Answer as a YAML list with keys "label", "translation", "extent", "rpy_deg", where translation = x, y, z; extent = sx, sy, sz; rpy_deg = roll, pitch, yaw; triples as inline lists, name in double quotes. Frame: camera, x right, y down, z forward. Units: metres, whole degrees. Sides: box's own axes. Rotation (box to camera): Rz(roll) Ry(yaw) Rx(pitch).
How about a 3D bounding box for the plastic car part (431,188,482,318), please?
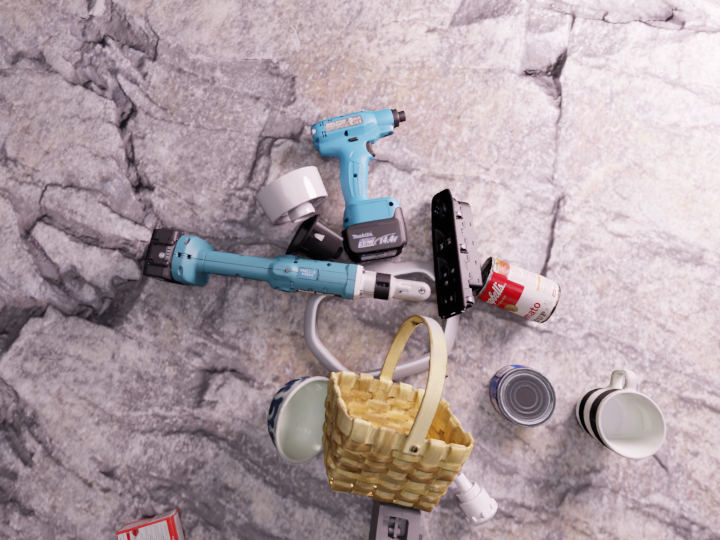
- label: "plastic car part"
  translation: [0.148, -0.032, 0.642]
  extent: [0.066, 0.066, 0.208]
  rpy_deg: [0, 69, -12]

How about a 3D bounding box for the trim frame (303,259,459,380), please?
- label: "trim frame"
  translation: [0.033, 0.076, 0.662]
  extent: [0.249, 0.027, 0.187]
  rpy_deg: [-16, 80, 3]

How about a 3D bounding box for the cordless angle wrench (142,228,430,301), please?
- label: "cordless angle wrench"
  translation: [-0.110, 0.005, 0.640]
  extent: [0.428, 0.096, 0.075]
  rpy_deg: [7, 79, 7]

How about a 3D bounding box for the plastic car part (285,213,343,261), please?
- label: "plastic car part"
  translation: [-0.064, -0.042, 0.652]
  extent: [0.069, 0.120, 0.066]
  rpy_deg: [30, 78, -18]

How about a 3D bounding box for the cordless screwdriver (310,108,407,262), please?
- label: "cordless screwdriver"
  translation: [0.022, -0.145, 0.680]
  extent: [0.159, 0.073, 0.254]
  rpy_deg: [-14, 76, 0]
